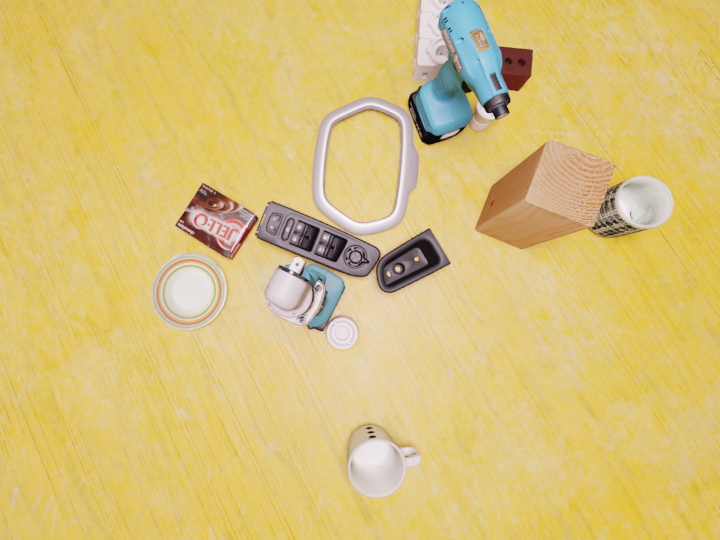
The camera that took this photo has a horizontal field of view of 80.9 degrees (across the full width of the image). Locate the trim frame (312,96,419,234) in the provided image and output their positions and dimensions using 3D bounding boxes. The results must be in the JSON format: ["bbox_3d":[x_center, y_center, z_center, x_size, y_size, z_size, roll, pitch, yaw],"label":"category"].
[{"bbox_3d":[0.010,-0.184,0.740,0.185,0.027,0.250,4,82,3],"label":"trim frame"}]

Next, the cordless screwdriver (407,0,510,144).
[{"bbox_3d":[0.145,-0.257,0.633,0.074,0.247,0.161,-19,85,-4],"label":"cordless screwdriver"}]

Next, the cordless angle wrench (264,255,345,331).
[{"bbox_3d":[-0.067,0.031,0.516,0.075,0.420,0.098,27,85,0],"label":"cordless angle wrench"}]

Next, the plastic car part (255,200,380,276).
[{"bbox_3d":[-0.069,-0.045,0.704,0.205,0.066,0.066,22,84,5],"label":"plastic car part"}]

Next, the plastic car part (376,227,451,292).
[{"bbox_3d":[0.073,-0.009,0.690,0.116,0.070,0.067,-29,85,-2],"label":"plastic car part"}]
